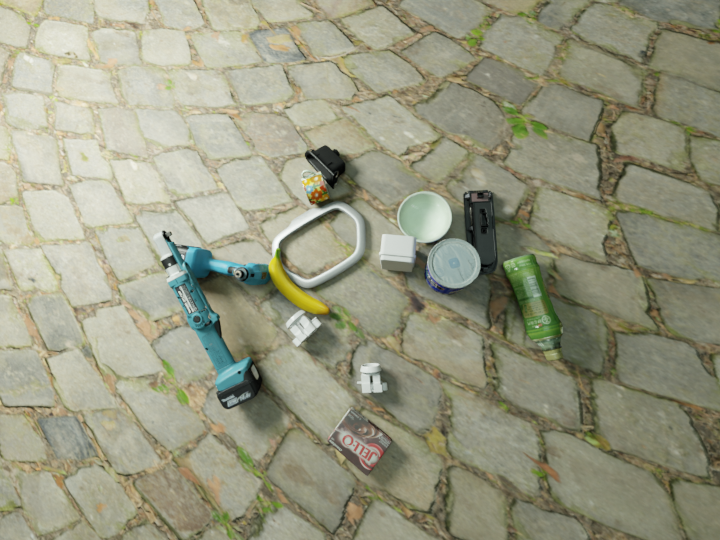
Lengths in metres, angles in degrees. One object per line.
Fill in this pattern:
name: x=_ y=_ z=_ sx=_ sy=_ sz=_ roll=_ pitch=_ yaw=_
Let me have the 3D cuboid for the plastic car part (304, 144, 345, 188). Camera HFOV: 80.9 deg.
plastic car part: x=-0.081 y=-0.277 z=1.071 sx=0.070 sy=0.064 sz=0.120 roll=-34 pitch=72 yaw=-15

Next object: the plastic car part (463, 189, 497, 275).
plastic car part: x=0.280 y=-0.091 z=0.962 sx=0.066 sy=0.066 sz=0.205 roll=0 pitch=81 yaw=1

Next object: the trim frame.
trim frame: x=-0.102 y=-0.067 z=1.043 sx=0.249 sy=0.027 sz=0.189 roll=-32 pitch=76 yaw=4

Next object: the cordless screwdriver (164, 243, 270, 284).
cordless screwdriver: x=-0.349 y=-0.009 z=1.007 sx=0.255 sy=0.155 sz=0.074 roll=10 pitch=91 yaw=12

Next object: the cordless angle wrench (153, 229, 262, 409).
cordless angle wrench: x=-0.359 y=0.104 z=0.957 sx=0.098 sy=0.075 sz=0.419 roll=-26 pitch=95 yaw=3
